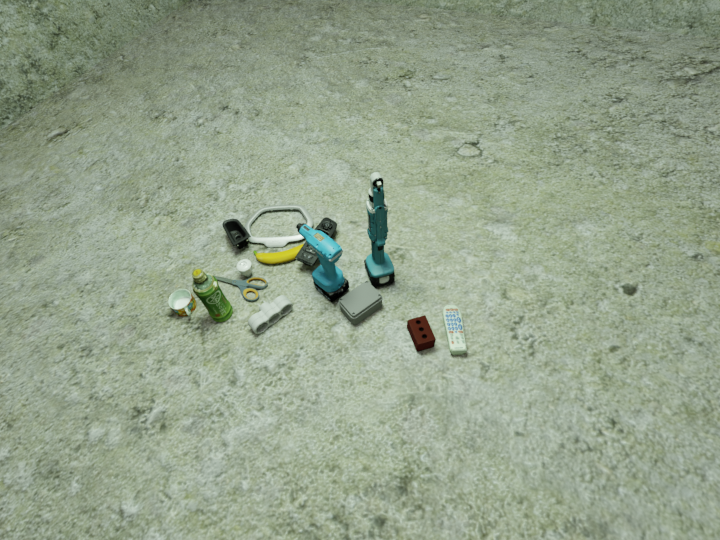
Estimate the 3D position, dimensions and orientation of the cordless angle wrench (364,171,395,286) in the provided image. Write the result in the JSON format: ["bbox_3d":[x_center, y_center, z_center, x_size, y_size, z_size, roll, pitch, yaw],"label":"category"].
[{"bbox_3d":[0.048,-0.105,1.149,0.074,0.407,0.102,-14,54,-6],"label":"cordless angle wrench"}]

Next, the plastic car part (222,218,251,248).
[{"bbox_3d":[-0.421,-0.120,1.445,0.065,0.068,0.123,-30,56,-15],"label":"plastic car part"}]

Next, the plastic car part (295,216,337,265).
[{"bbox_3d":[-0.135,-0.088,1.379,0.069,0.064,0.203,17,58,18],"label":"plastic car part"}]

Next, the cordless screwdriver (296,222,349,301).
[{"bbox_3d":[-0.112,-0.026,1.220,0.073,0.239,0.167,-39,60,-22],"label":"cordless screwdriver"}]

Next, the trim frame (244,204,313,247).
[{"bbox_3d":[-0.287,-0.160,1.480,0.252,0.026,0.189,-3,54,7],"label":"trim frame"}]
